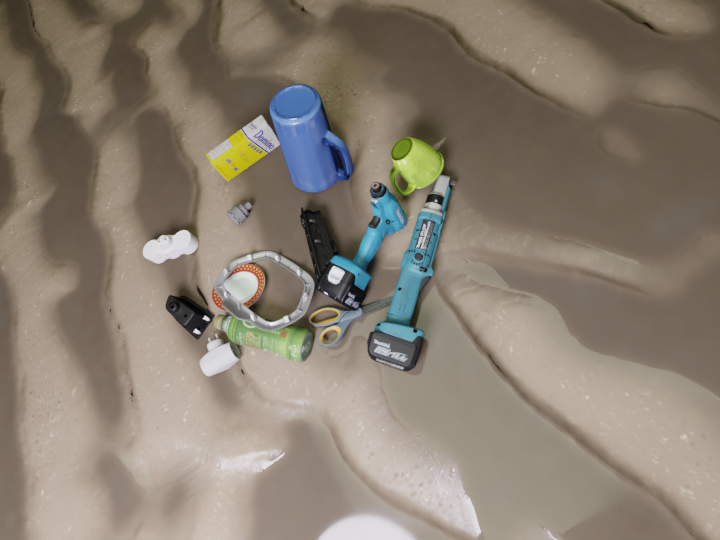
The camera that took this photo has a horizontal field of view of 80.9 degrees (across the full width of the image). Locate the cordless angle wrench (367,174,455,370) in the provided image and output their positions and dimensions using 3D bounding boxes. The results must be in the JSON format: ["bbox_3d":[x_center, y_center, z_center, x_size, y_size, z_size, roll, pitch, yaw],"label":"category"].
[{"bbox_3d":[0.118,-0.017,0.858,0.100,0.072,0.426,15,71,11],"label":"cordless angle wrench"}]

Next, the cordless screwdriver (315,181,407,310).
[{"bbox_3d":[0.003,-0.051,0.857,0.078,0.151,0.249,26,79,30],"label":"cordless screwdriver"}]

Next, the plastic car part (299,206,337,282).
[{"bbox_3d":[-0.093,-0.061,0.946,0.067,0.064,0.211,-20,64,-3],"label":"plastic car part"}]

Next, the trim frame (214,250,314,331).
[{"bbox_3d":[-0.214,0.037,0.927,0.262,0.026,0.182,32,61,32],"label":"trim frame"}]

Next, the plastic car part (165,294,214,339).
[{"bbox_3d":[-0.410,0.096,0.979,0.121,0.068,0.066,30,79,22],"label":"plastic car part"}]
